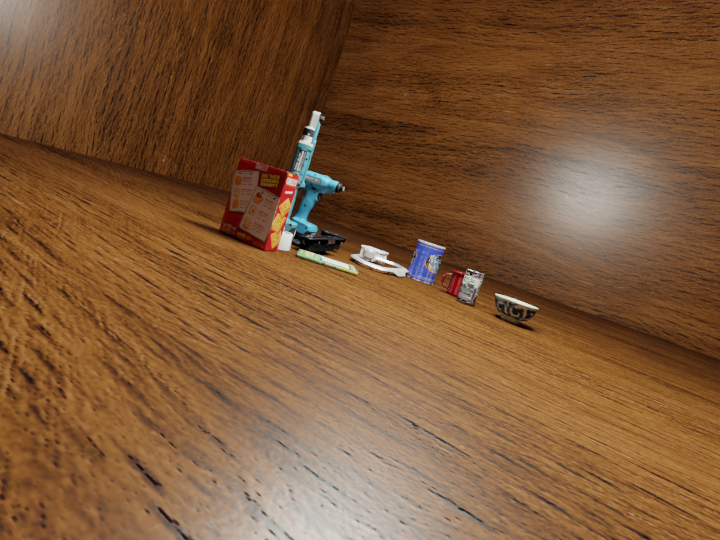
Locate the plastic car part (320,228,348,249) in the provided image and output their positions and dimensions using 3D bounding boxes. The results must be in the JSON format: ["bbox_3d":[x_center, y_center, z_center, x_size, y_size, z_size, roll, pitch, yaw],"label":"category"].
[{"bbox_3d":[-0.112,-0.107,1.538,0.110,0.070,0.070,10,10,-46],"label":"plastic car part"}]

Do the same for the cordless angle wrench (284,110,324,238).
[{"bbox_3d":[-0.201,-0.291,1.324,0.098,0.421,0.075,18,6,-3],"label":"cordless angle wrench"}]

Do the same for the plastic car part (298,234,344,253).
[{"bbox_3d":[-0.134,-0.088,1.368,0.069,0.067,0.194,22,8,26],"label":"plastic car part"}]

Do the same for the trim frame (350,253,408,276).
[{"bbox_3d":[0.070,-0.020,1.501,0.194,0.027,0.236,23,9,32],"label":"trim frame"}]

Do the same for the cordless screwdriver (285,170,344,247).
[{"bbox_3d":[-0.156,-0.195,1.395,0.165,0.248,0.072,21,7,20],"label":"cordless screwdriver"}]
